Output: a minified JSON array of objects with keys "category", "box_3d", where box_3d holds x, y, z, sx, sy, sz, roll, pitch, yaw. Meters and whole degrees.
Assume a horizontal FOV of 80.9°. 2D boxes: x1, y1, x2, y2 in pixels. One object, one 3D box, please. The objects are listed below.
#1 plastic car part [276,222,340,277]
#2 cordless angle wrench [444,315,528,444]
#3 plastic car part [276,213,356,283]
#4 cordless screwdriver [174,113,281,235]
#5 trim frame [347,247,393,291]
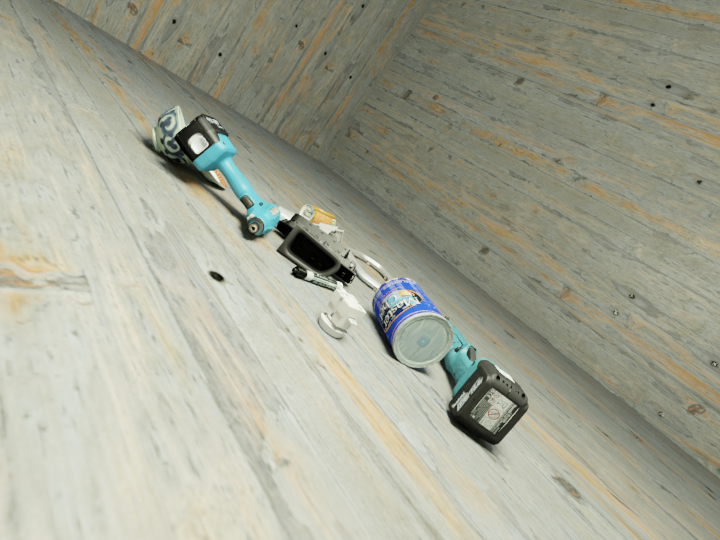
[{"category":"plastic car part","box_3d":[-0.098,-0.030,0.831,0.116,0.066,0.071,38,-2,-4]},{"category":"cordless angle wrench","box_3d":[0.188,0.164,0.801,0.074,0.098,0.424,35,8,-5]},{"category":"plastic car part","box_3d":[-0.087,-0.057,0.890,0.207,0.067,0.065,32,-16,9]},{"category":"cordless screwdriver","box_3d":[-0.247,-0.173,0.802,0.245,0.075,0.161,53,9,-10]},{"category":"trim frame","box_3d":[0.038,0.012,1.090,0.176,0.027,0.260,27,13,-28]}]
